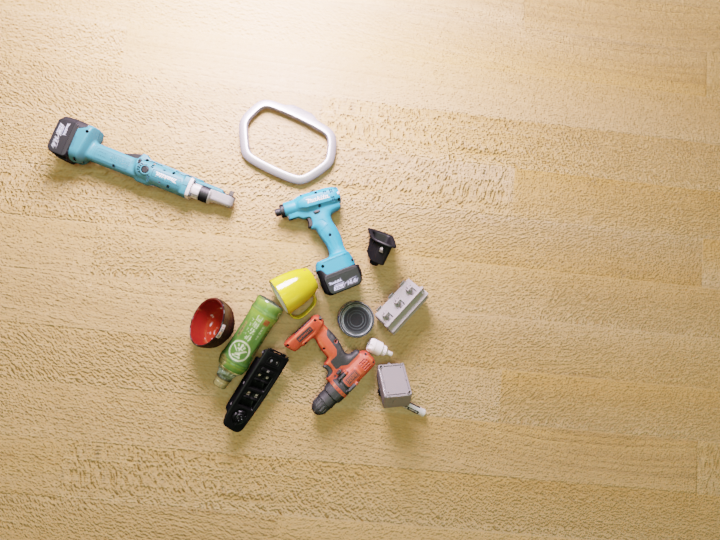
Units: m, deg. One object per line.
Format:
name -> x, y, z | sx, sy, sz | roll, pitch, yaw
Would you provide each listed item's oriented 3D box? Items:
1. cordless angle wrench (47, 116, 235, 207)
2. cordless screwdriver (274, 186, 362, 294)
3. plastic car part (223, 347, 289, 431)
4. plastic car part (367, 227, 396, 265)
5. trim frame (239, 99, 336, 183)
cordless angle wrench -> -0.496, -0.232, 0.988 | 0.420, 0.075, 0.098 | 21, 85, -4
cordless screwdriver -> -0.097, -0.063, 0.992 | 0.158, 0.074, 0.251 | -17, 83, -5
plastic car part -> -0.248, 0.263, 0.956 | 0.063, 0.071, 0.203 | 34, 83, -40
plastic car part -> 0.042, -0.048, 0.984 | 0.065, 0.118, 0.070 | 17, 109, -6
trim frame -> -0.179, -0.316, 1.031 | 0.249, 0.027, 0.184 | 24, 85, 1
